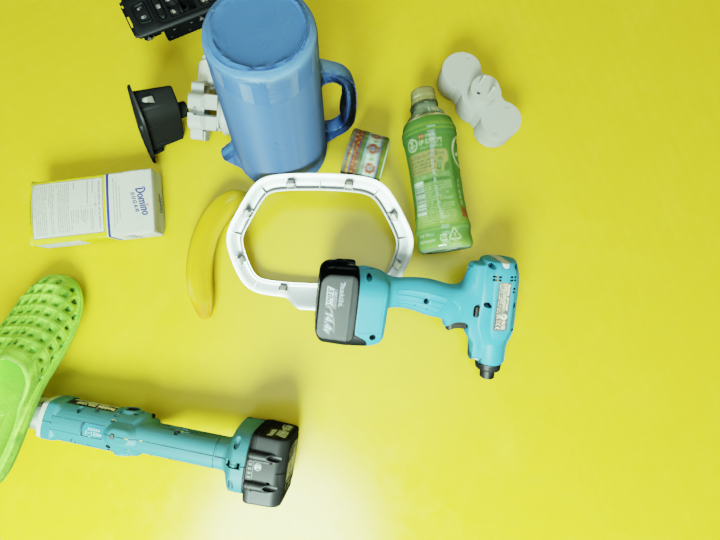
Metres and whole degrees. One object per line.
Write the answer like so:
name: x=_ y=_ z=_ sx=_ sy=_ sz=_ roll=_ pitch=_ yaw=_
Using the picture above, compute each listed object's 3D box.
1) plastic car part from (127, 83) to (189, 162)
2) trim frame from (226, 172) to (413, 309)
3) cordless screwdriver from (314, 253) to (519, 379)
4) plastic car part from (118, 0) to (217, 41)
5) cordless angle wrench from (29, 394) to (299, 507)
plastic car part: x=-0.273 y=-0.211 z=0.584 sx=0.069 sy=0.118 sz=0.067 roll=-24 pitch=86 yaw=-26
trim frame: x=-0.055 y=-0.036 z=0.559 sx=0.249 sy=0.028 sz=0.181 roll=2 pitch=106 yaw=0
cordless screwdriver: x=0.067 y=0.060 z=0.530 sx=0.248 sy=0.075 sz=0.157 roll=1 pitch=103 yaw=-1
plastic car part: x=-0.235 y=-0.386 z=0.617 sx=0.202 sy=0.066 sz=0.068 roll=-27 pitch=78 yaw=-4
cordless angle wrench: x=-0.294 y=0.205 z=0.540 sx=0.429 sy=0.096 sz=0.075 roll=8 pitch=82 yaw=8
